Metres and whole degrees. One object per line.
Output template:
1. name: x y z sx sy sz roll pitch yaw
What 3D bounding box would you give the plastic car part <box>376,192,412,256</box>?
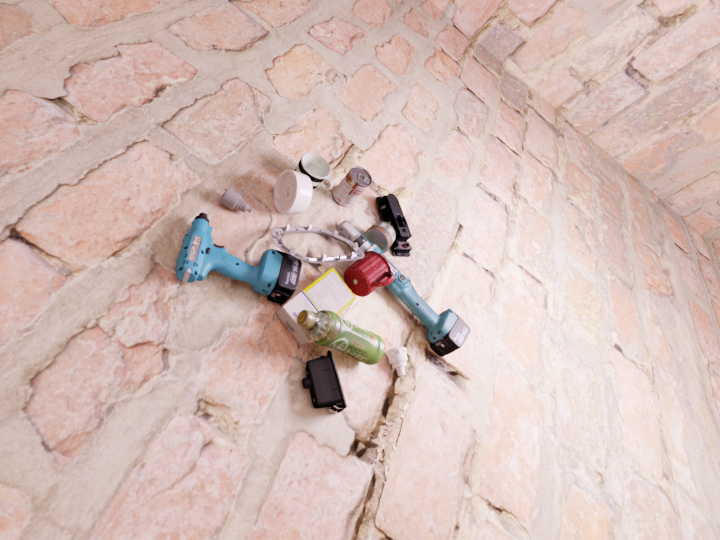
1. plastic car part: 0.098 -0.140 1.207 0.064 0.067 0.210 -3 59 -28

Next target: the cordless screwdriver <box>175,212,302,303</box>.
1. cordless screwdriver: -0.250 -0.028 0.893 0.241 0.075 0.164 16 53 -19

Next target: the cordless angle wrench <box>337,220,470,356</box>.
1. cordless angle wrench: 0.094 0.031 1.079 0.428 0.075 0.096 46 46 6

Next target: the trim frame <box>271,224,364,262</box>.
1. trim frame: -0.096 -0.063 0.982 0.194 0.027 0.237 37 26 34

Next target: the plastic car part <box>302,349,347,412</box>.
1. plastic car part: -0.079 0.226 0.841 0.069 0.065 0.121 -9 62 -23
